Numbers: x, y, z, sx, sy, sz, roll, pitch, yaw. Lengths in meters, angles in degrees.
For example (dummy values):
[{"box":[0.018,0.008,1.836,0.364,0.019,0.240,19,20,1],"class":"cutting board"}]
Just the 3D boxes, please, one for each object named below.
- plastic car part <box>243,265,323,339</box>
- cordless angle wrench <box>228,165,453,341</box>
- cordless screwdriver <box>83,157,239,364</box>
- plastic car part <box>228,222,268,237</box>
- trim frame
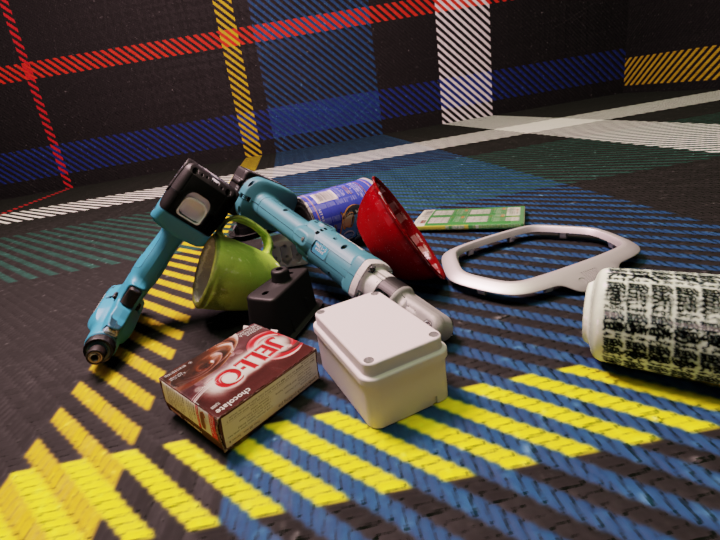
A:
[{"box":[-0.092,0.033,0.493,0.068,0.069,0.115,2,27,23],"class":"plastic car part"},{"box":[-0.054,-0.035,0.553,0.092,0.074,0.448,16,14,-45],"class":"cordless angle wrench"},{"box":[-0.246,-0.013,0.511,0.249,0.071,0.166,-53,25,6],"class":"cordless screwdriver"},{"box":[-0.188,-0.118,0.913,0.198,0.065,0.070,-26,34,-30],"class":"plastic car part"},{"box":[0.224,-0.018,0.545,0.243,0.027,0.193,-16,22,-19],"class":"trim frame"}]
